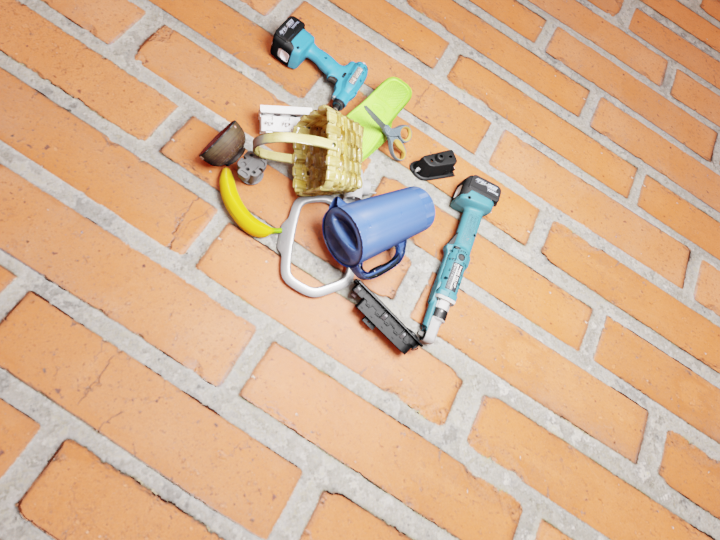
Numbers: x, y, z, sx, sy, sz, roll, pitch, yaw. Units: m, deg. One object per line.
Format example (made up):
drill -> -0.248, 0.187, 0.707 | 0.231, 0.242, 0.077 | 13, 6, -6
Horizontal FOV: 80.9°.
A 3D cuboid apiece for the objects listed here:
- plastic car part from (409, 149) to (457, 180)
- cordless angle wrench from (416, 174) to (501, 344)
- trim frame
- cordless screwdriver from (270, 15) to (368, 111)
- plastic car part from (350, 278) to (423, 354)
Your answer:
plastic car part -> 0.193, -0.270, 1.061 | 0.113, 0.071, 0.067 | -13, 76, -21
cordless angle wrench -> 0.222, -0.027, 0.988 | 0.097, 0.075, 0.425 | 25, 70, -6
trim frame -> -0.093, -0.061, 0.949 | 0.181, 0.028, 0.252 | 10, 72, -10
cordless screwdriver -> -0.114, -0.517, 1.074 | 0.246, 0.075, 0.160 | 31, 68, -6
plastic car part -> 0.049, 0.106, 0.906 | 0.204, 0.066, 0.067 | 41, 77, 2
